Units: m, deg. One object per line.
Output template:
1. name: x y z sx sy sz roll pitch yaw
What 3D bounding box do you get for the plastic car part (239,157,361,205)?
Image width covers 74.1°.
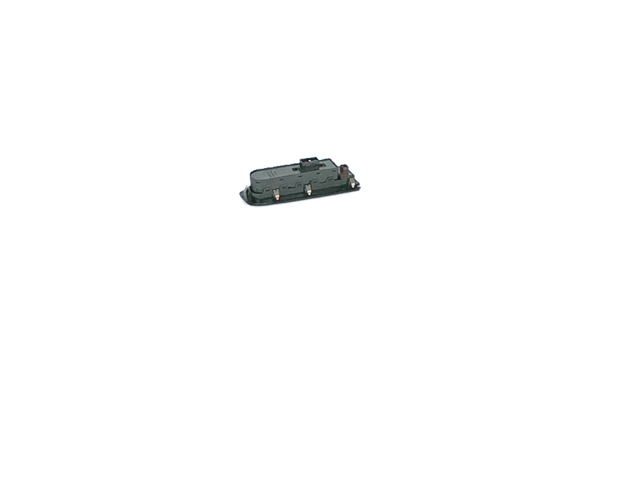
1. plastic car part: -0.033 -0.100 0.709 0.202 0.067 0.066 -15 45 -16
